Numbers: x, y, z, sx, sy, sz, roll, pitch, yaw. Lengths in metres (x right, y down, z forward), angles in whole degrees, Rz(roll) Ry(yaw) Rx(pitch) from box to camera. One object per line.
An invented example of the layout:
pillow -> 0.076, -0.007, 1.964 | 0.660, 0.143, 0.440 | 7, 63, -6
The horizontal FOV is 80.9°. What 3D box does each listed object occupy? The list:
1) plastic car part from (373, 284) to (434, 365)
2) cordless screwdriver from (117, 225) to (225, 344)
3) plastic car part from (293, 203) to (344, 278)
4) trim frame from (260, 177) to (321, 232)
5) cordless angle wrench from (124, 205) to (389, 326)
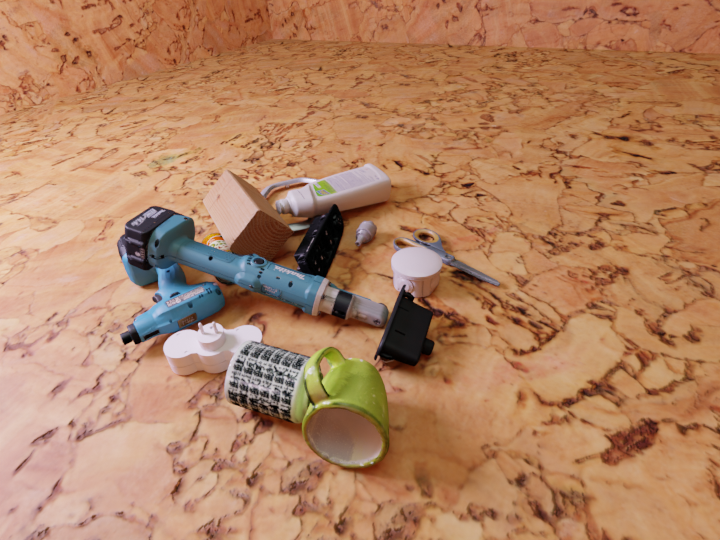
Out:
plastic car part -> 0.067, 0.089, 0.584 | 0.072, 0.064, 0.117 | 18, 44, 7
cordless screwdriver -> -0.355, 0.021, 0.721 | 0.155, 0.072, 0.263 | -27, 45, -29
plastic car part -> -0.077, -0.050, 0.787 | 0.069, 0.064, 0.204 | -16, 31, 30
trim frame -> -0.153, -0.151, 0.953 | 0.188, 0.026, 0.252 | 0, 36, 10
cordless angle wrench -> -0.162, 0.005, 0.661 | 0.430, 0.073, 0.098 | 19, 35, 9
